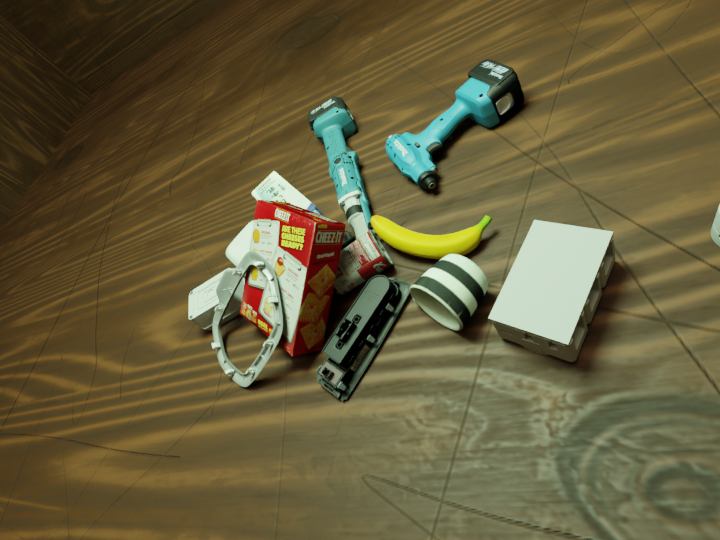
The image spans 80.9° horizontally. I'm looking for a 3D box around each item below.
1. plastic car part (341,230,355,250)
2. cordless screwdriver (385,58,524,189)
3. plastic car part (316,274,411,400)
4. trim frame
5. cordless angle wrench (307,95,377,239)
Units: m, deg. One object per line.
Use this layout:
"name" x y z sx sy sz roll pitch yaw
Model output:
"plastic car part" -0.074 -0.048 0.754 0.116 0.065 0.072 -31 83 -1
"cordless screwdriver" 0.175 -0.256 0.763 0.251 0.070 0.167 -36 45 11
"plastic car part" -0.001 0.085 0.638 0.070 0.063 0.202 19 67 49
"trim frame" -0.201 0.083 0.717 0.248 0.026 0.193 -56 52 32
"cordless angle wrench" -0.033 -0.211 0.875 0.099 0.070 0.440 -27 49 15
